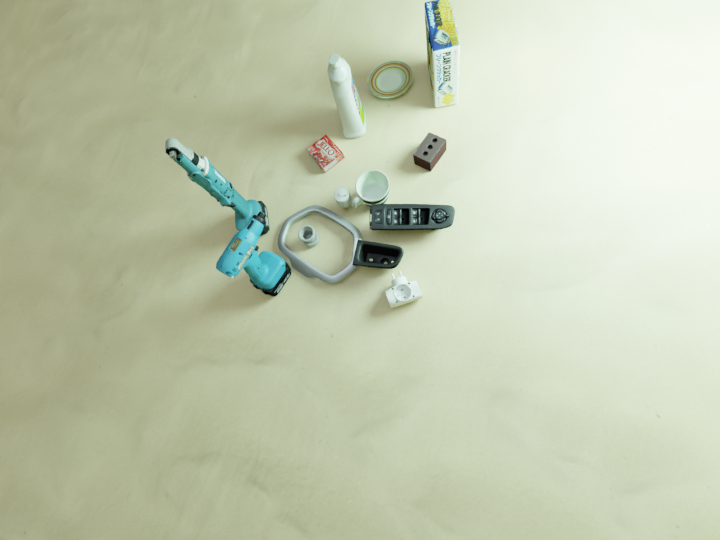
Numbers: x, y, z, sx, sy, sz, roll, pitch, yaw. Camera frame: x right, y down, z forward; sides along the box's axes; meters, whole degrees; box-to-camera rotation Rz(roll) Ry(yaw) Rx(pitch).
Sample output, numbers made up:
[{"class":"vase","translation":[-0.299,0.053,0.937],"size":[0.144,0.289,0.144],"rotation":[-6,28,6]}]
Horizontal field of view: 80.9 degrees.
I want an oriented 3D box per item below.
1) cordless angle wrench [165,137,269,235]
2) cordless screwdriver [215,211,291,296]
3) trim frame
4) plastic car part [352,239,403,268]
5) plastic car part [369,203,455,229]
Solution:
[{"class":"cordless angle wrench","translation":[-0.333,-0.193,1.011],"size":[0.075,0.406,0.100],"rotation":[-14,71,7]},{"class":"cordless screwdriver","translation":[-0.239,-0.034,1.020],"size":[0.077,0.239,0.159],"rotation":[28,81,18]},{"class":"trim frame","translation":[-0.109,-0.071,1.112],"size":[0.259,0.026,0.184],"rotation":[32,83,23]},{"class":"plastic car part","translation":[0.048,-0.029,1.029],"size":[0.120,0.068,0.066],"rotation":[8,75,17]},{"class":"plastic car part","translation":[0.127,-0.125,1.042],"size":[0.208,0.064,0.067],"rotation":[0,73,16]}]
